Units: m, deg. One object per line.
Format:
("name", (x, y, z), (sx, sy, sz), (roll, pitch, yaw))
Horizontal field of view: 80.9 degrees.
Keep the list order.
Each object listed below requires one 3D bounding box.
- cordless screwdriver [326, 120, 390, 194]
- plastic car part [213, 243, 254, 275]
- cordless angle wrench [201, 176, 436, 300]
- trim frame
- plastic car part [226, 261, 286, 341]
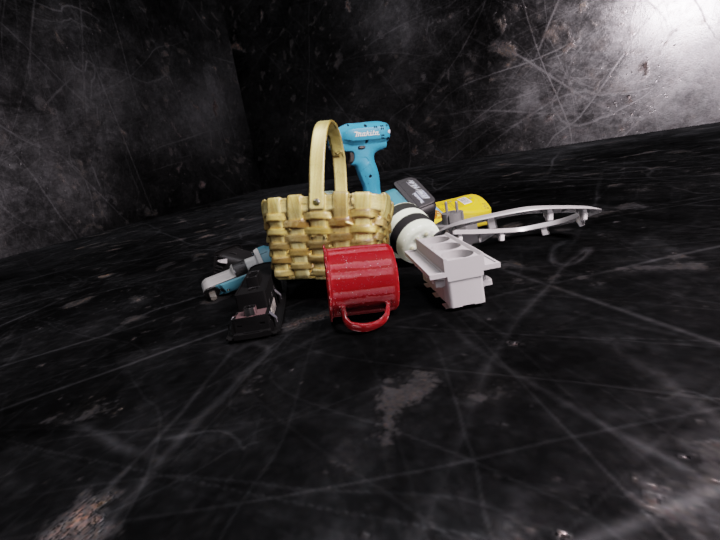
("cordless screwdriver", (-0.010, -0.192, 0.918), (0.156, 0.245, 0.077), (-8, 12, -13))
("plastic car part", (-0.222, -0.012, 0.804), (0.073, 0.065, 0.115), (9, 17, 13))
("cordless angle wrench", (-0.072, -0.047, 0.739), (0.418, 0.071, 0.103), (-22, 52, -11))
("trim frame", (0.228, -0.065, 0.621), (0.239, 0.028, 0.190), (-6, -3, -31))
("plastic car part", (-0.143, 0.031, 0.594), (0.066, 0.066, 0.206), (-18, 13, 0))
